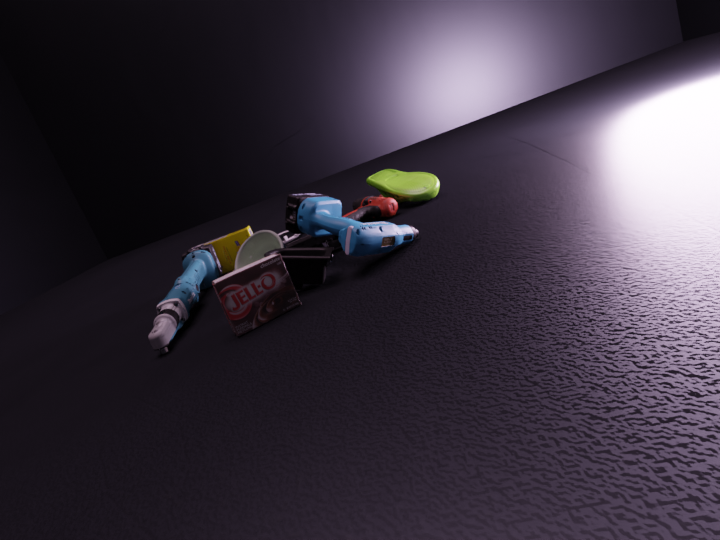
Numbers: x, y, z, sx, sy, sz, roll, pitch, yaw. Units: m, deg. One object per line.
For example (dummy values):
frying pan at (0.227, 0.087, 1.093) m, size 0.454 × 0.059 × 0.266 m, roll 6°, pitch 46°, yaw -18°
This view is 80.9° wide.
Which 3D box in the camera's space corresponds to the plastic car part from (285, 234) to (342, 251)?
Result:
plastic car part at (-0.089, -0.058, 0.909) m, size 0.201 × 0.065 × 0.069 m, roll -27°, pitch 23°, yaw -9°

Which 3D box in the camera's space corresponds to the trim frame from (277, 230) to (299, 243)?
trim frame at (-0.278, -0.078, 1.241) m, size 0.244 × 0.027 × 0.192 m, roll -31°, pitch 19°, yaw -22°

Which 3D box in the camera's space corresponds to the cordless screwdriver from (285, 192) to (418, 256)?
cordless screwdriver at (-0.025, -0.089, 0.798) m, size 0.153 × 0.073 × 0.263 m, roll -9°, pitch 23°, yaw -38°

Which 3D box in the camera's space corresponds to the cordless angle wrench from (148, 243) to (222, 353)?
cordless angle wrench at (-0.364, 0.046, 0.881) m, size 0.074 × 0.095 × 0.435 m, roll -19°, pitch 20°, yaw -3°

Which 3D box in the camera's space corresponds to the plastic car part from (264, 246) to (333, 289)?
plastic car part at (-0.105, -0.002, 0.736) m, size 0.118 × 0.070 × 0.066 m, roll -3°, pitch 15°, yaw 7°
